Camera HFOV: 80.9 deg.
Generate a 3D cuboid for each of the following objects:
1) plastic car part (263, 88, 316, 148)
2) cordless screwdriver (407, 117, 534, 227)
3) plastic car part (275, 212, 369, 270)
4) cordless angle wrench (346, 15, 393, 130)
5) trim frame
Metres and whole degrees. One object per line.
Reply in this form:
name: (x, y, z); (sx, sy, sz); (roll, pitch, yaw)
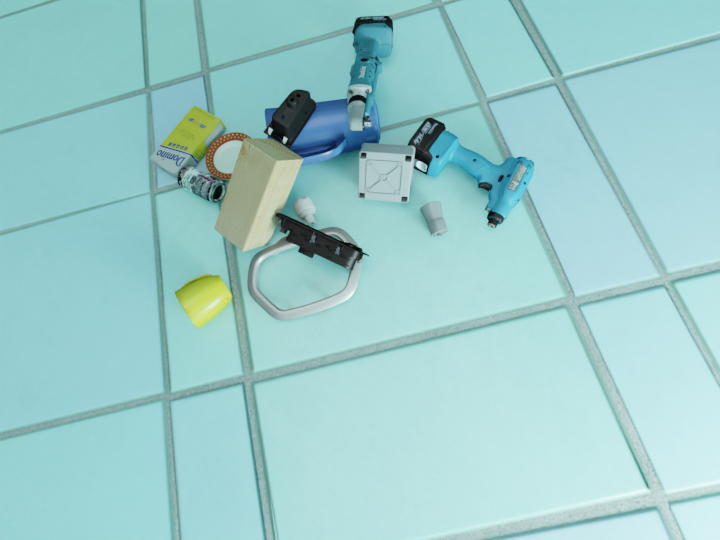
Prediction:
plastic car part: (-0.138, -0.315, 0.840); (0.066, 0.070, 0.116); (33, 84, 2)
cordless screwdriver: (0.210, -0.201, 0.872); (0.256, 0.072, 0.159); (28, 77, 14)
plastic car part: (-0.083, -0.054, 0.848); (0.209, 0.064, 0.067); (21, 85, 16)
cordless angle wrench: (0.011, -0.426, 0.907); (0.099, 0.071, 0.432); (2, 50, 7)
trim frame: (-0.116, 0.001, 0.876); (0.250, 0.026, 0.190); (-20, 69, 4)
